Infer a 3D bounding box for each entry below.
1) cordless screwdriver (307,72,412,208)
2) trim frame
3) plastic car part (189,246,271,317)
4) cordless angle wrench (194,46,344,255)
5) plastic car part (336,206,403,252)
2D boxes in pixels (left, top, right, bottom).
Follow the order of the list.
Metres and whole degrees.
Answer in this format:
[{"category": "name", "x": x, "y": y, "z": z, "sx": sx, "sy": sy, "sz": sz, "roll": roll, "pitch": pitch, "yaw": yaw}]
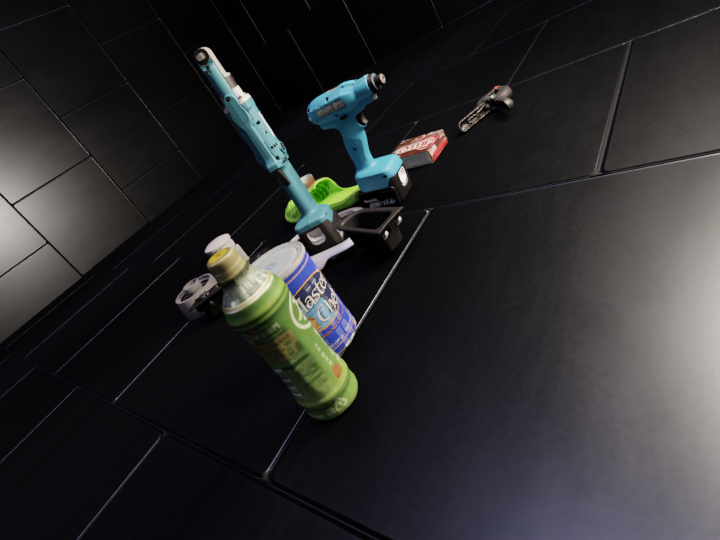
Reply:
[{"category": "cordless screwdriver", "x": 0.022, "y": -0.239, "z": 0.800, "sx": 0.165, "sy": 0.239, "sz": 0.074, "roll": -13, "pitch": 31, "yaw": 38}, {"category": "trim frame", "x": -0.083, "y": -0.055, "z": 0.853, "sx": 0.255, "sy": 0.026, "sz": 0.186, "roll": -20, "pitch": 30, "yaw": 26}, {"category": "plastic car part", "x": -0.257, "y": 0.032, "z": 0.864, "sx": 0.204, "sy": 0.064, "sz": 0.068, "roll": -31, "pitch": 25, "yaw": 6}, {"category": "cordless angle wrench", "x": -0.167, "y": -0.216, "z": 0.788, "sx": 0.075, "sy": 0.407, "sz": 0.100, "roll": -26, "pitch": 24, "yaw": 16}, {"category": "plastic car part", "x": 0.023, "y": -0.060, "z": 0.699, "sx": 0.065, "sy": 0.068, "sz": 0.122, "roll": -46, "pitch": 29, "yaw": -25}]
